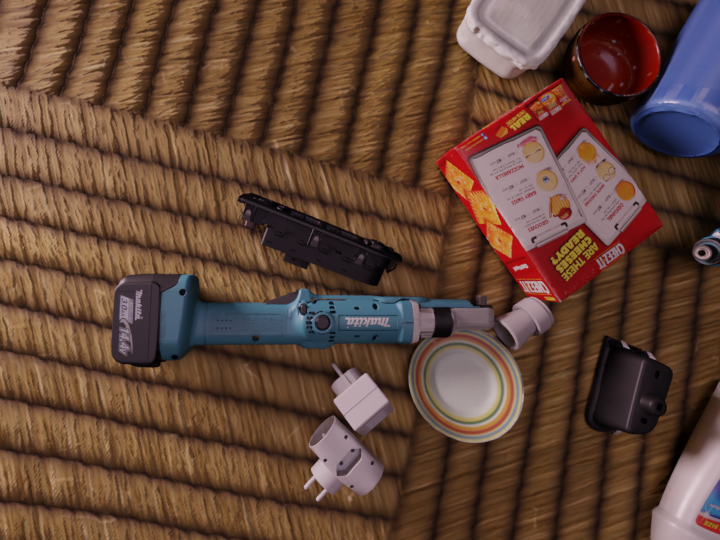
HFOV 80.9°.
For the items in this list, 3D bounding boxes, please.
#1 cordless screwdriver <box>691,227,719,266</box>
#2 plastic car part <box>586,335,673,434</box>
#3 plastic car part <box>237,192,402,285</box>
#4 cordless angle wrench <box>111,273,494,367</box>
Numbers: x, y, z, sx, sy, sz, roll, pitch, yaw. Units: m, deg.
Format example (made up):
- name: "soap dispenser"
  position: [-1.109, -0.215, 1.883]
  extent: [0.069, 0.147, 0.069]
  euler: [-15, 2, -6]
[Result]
- name: "cordless screwdriver"
  position: [0.471, -0.117, 0.480]
  extent: [0.153, 0.078, 0.244]
  euler: [-5, 117, -29]
- name: "plastic car part"
  position: [0.328, 0.146, 0.504]
  extent: [0.066, 0.071, 0.117]
  euler: [22, 80, -5]
- name: "plastic car part"
  position: [-0.048, -0.031, 0.492]
  extent: [0.202, 0.067, 0.067]
  euler: [17, 94, -4]
- name: "cordless angle wrench"
  position: [-0.048, 0.055, 0.481]
  extent: [0.418, 0.075, 0.098]
  euler: [1, 86, -8]
